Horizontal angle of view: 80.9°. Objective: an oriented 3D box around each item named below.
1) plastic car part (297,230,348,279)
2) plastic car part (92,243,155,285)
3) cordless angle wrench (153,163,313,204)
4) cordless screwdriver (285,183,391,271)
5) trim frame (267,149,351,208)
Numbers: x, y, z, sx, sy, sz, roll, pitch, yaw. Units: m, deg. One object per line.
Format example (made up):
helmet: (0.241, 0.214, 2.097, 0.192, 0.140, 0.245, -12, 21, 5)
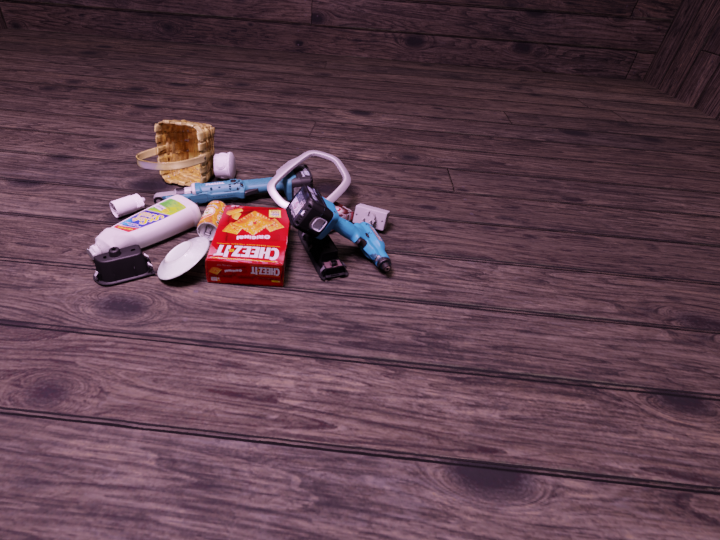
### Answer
plastic car part: (-0.096, -0.063, 0.987, 0.065, 0.065, 0.214, -17, 40, -16)
plastic car part: (-0.499, -0.018, 0.882, 0.113, 0.069, 0.070, -16, 42, -29)
cordless angle wrench: (-0.343, -0.221, 1.156, 0.415, 0.072, 0.103, -9, 42, -13)
cordless screwdriver: (-0.038, -0.084, 0.929, 0.235, 0.074, 0.167, 24, 24, -37)
trim frame: (-0.135, -0.238, 1.125, 0.189, 0.027, 0.247, 33, 58, 12)
